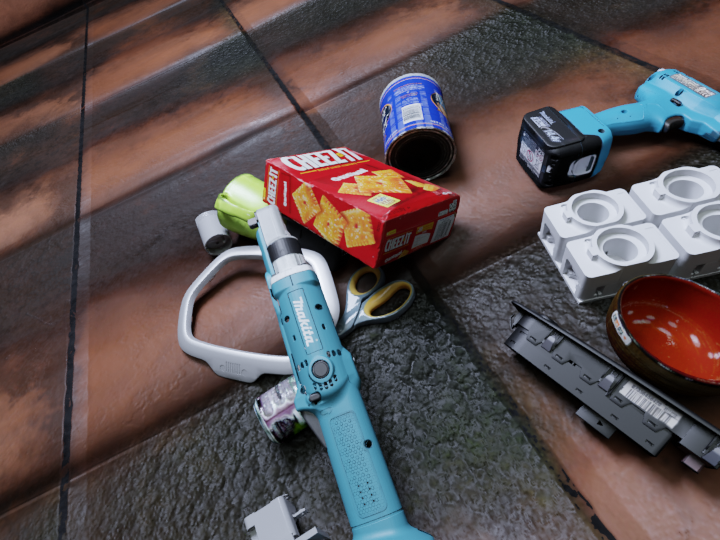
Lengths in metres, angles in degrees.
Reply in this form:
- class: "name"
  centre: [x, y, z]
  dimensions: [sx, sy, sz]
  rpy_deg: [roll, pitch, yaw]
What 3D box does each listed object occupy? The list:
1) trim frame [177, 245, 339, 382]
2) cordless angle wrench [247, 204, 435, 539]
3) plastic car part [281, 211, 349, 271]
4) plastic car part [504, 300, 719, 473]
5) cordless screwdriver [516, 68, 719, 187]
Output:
- class: "trim frame"
  centre: [-0.141, 0.050, 0.559]
  dimensions: [0.258, 0.026, 0.187]
  rpy_deg: [3, 63, 24]
- class: "cordless angle wrench"
  centre: [-0.036, 0.103, 0.411]
  dimensions: [0.098, 0.071, 0.440]
  rpy_deg: [-22, 63, -2]
- class: "plastic car part"
  centre: [-0.057, -0.038, 0.587]
  dimensions: [0.122, 0.070, 0.064]
  rpy_deg: [22, 26, 24]
- class: "plastic car part"
  centre: [0.221, 0.107, 0.396]
  dimensions: [0.067, 0.063, 0.214]
  rpy_deg: [-52, 53, 9]
- class: "cordless screwdriver"
  centre: [0.352, -0.177, 0.554]
  dimensions: [0.248, 0.071, 0.166]
  rpy_deg: [-19, 51, -1]
